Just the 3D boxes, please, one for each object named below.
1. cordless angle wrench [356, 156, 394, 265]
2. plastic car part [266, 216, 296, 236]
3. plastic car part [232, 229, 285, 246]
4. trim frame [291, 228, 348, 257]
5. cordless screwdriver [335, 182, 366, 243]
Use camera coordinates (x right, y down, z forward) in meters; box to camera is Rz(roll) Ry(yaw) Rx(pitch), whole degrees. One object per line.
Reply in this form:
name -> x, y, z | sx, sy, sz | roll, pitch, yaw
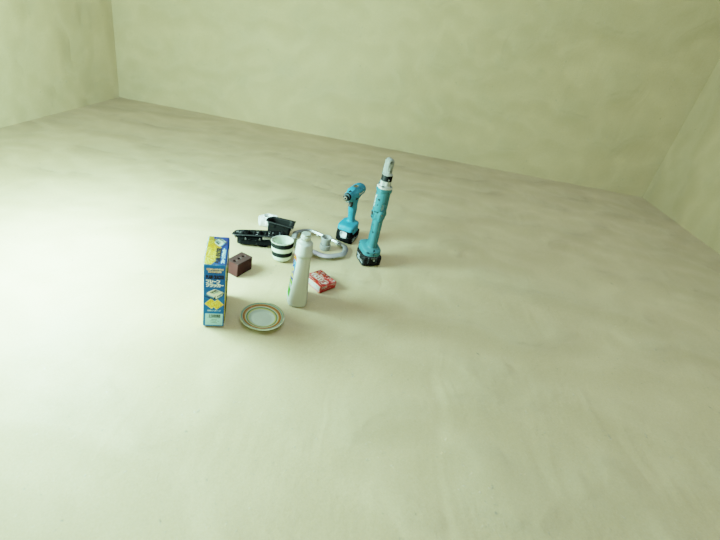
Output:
cordless angle wrench -> 0.067, -0.213, 1.570 | 0.072, 0.415, 0.103 | 0, 32, -21
plastic car part -> -0.330, -0.174, 1.734 | 0.117, 0.069, 0.067 | 11, 30, 2
plastic car part -> -0.395, -0.127, 1.641 | 0.201, 0.066, 0.068 | 7, 30, -5
trim frame -> -0.167, -0.110, 1.712 | 0.259, 0.027, 0.180 | 23, 33, 22
cordless screwdriver -> -0.047, -0.227, 1.728 | 0.077, 0.244, 0.157 | 21, 31, 15
